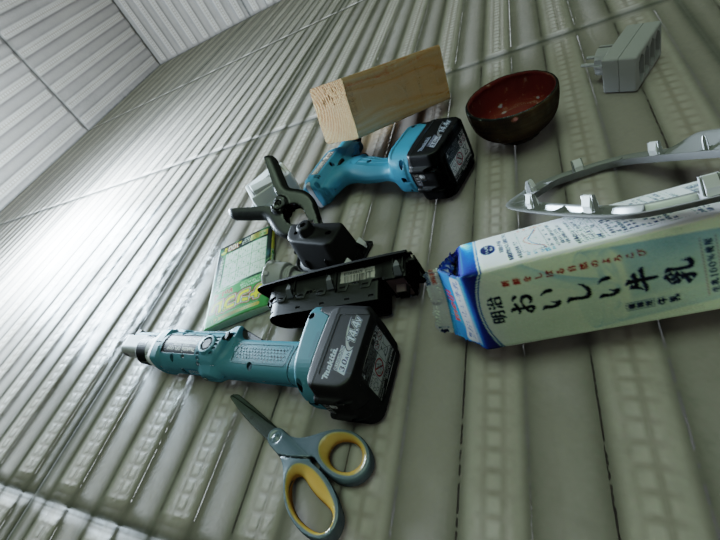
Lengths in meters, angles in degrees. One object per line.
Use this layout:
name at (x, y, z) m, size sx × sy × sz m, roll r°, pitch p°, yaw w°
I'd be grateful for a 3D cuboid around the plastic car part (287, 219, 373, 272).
plastic car part at (-0.055, -0.036, 0.564) m, size 0.122 × 0.067 × 0.066 m, roll 7°, pitch 53°, yaw 35°

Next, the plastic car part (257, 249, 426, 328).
plastic car part at (-0.029, 0.032, 0.486) m, size 0.210 × 0.062 × 0.068 m, roll -8°, pitch 63°, yaw 28°

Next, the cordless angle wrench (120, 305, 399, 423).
cordless angle wrench at (-0.166, 0.100, 0.507) m, size 0.441 × 0.070 × 0.099 m, roll -5°, pitch 47°, yaw 34°

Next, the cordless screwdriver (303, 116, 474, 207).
cordless screwdriver at (0.040, -0.171, 0.635) m, size 0.261 × 0.071 × 0.159 m, roll 2°, pitch 50°, yaw 40°

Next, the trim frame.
trim frame at (0.242, -0.085, 0.369) m, size 0.183 × 0.027 × 0.254 m, roll -21°, pitch 13°, yaw -5°
